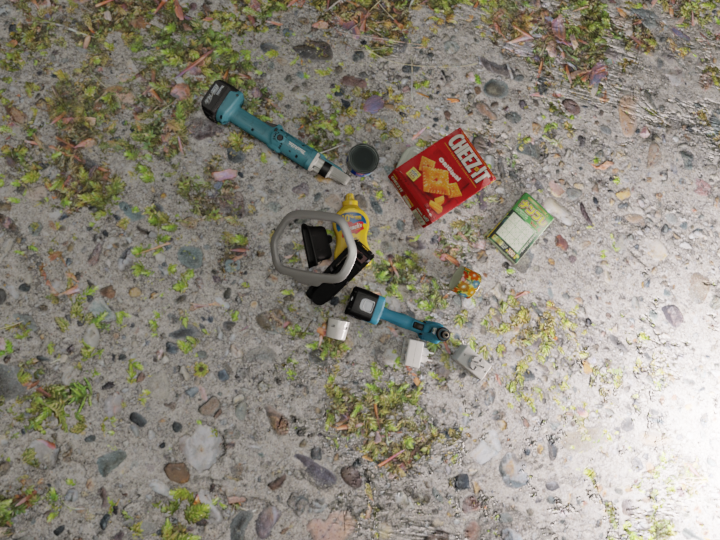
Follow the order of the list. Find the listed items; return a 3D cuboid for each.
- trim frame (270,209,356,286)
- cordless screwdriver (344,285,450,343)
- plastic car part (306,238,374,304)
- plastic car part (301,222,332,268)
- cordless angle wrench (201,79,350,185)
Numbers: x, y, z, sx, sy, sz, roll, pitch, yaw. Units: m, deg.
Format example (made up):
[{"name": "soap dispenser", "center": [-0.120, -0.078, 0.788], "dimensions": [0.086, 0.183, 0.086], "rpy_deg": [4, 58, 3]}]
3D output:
[{"name": "trim frame", "center": [-0.121, -0.055, 1.037], "dimensions": [0.259, 0.026, 0.184], "rpy_deg": [8, 90, 27]}, {"name": "cordless screwdriver", "center": [0.089, 0.116, 1.031], "dimensions": [0.248, 0.159, 0.074], "rpy_deg": [22, 82, -2]}, {"name": "plastic car part", "center": [-0.056, 0.020, 1.044], "dimensions": [0.064, 0.068, 0.205], "rpy_deg": [40, 113, -16]}, {"name": "plastic car part", "center": [-0.107, -0.070, 1.091], "dimensions": [0.069, 0.067, 0.118], "rpy_deg": [-6, 81, -24]}, {"name": "cordless angle wrench", "center": [-0.212, -0.342, 1.107], "dimensions": [0.420, 0.075, 0.098], "rpy_deg": [31, 81, -4]}]
